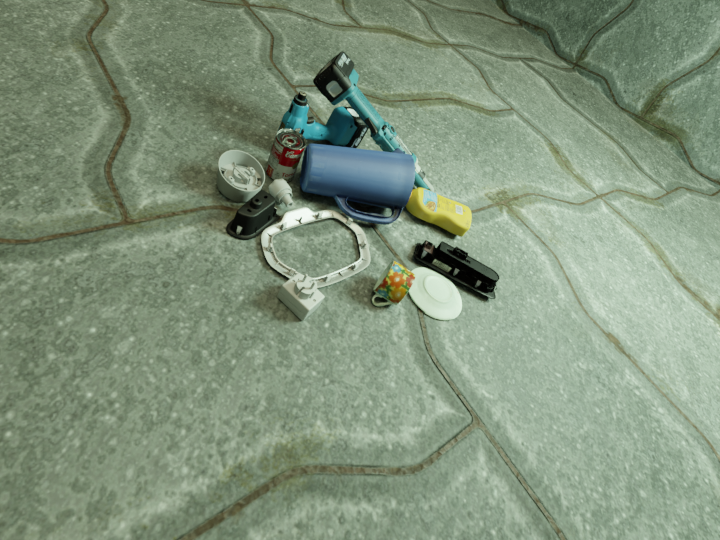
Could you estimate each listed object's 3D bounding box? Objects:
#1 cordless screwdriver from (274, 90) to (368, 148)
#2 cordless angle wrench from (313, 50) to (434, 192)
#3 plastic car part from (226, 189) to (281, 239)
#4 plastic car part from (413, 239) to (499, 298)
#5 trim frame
[{"bbox_3d":[-0.087,-0.366,1.040,0.240,0.159,0.077,-18,63,-38],"label":"cordless screwdriver"},{"bbox_3d":[0.056,-0.333,1.038,0.406,0.076,0.099,45,40,-23],"label":"cordless angle wrench"},{"bbox_3d":[-0.206,-0.116,0.828,0.067,0.070,0.116,33,43,4],"label":"plastic car part"},{"bbox_3d":[0.222,-0.012,0.940,0.203,0.067,0.066,33,30,0],"label":"plastic car part"},{"bbox_3d":[-0.084,-0.055,0.861,0.241,0.027,0.192,-23,62,-35],"label":"trim frame"}]
